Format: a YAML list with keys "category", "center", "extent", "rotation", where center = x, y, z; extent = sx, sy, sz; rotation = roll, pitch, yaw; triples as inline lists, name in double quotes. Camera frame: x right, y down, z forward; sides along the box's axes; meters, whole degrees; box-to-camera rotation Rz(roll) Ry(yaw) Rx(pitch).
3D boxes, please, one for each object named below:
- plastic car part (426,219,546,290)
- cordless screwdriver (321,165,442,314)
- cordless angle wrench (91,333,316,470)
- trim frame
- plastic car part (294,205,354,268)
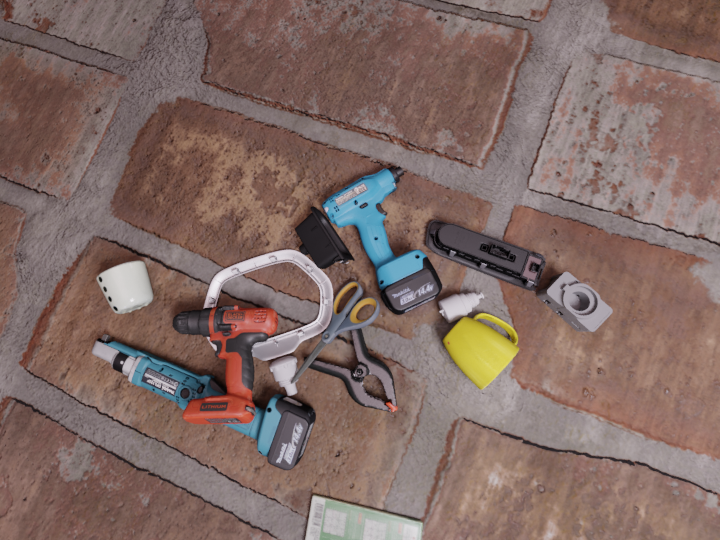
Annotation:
- category: "plastic car part"
  center: [0.209, -0.031, 0.716]
  extent: [0.208, 0.065, 0.066]
  rotation: [21, 90, 13]
- category: "cordless screwdriver"
  center: [0.057, -0.058, 0.735]
  extent: [0.159, 0.072, 0.256]
  rotation: [-31, 73, 0]
- category: "cordless angle wrench"
  center: [-0.287, 0.207, 0.727]
  extent: [0.433, 0.072, 0.098]
  rotation: [19, 81, 13]
- category: "trim frame"
  center: [-0.170, 0.064, 0.761]
  extent: [0.249, 0.027, 0.187]
  rotation: [-17, 78, 2]
- category: "plastic car part"
  center: [-0.074, -0.049, 0.759]
  extent: [0.071, 0.063, 0.120]
  rotation: [-40, 74, 12]
